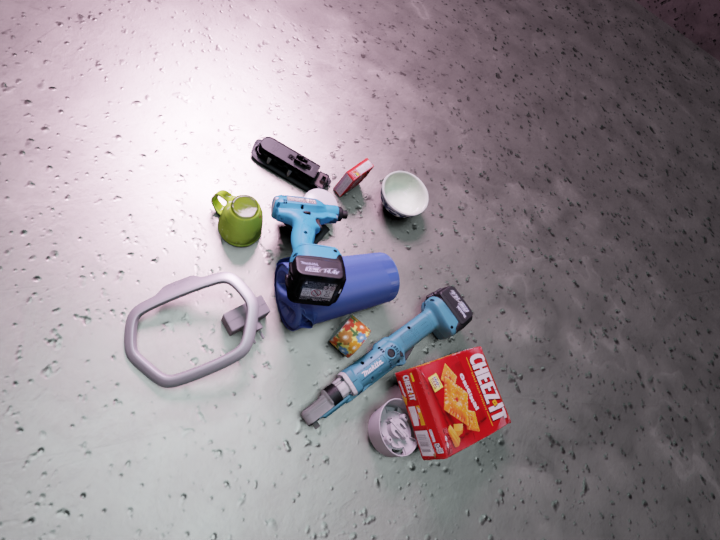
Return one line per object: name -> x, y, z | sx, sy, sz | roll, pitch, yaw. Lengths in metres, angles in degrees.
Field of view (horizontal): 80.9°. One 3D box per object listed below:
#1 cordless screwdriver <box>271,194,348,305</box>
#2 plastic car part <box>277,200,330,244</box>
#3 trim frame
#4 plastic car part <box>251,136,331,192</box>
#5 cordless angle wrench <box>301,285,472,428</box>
cordless screwdriver -> -0.078, -0.051, 0.795 | 0.154, 0.073, 0.260 | 3, 43, -20
plastic car part -> -0.135, -0.104, 0.920 | 0.114, 0.072, 0.066 | 45, 77, -11
trim frame -> -0.304, 0.101, 0.767 | 0.247, 0.027, 0.187 | -23, 79, -5
plastic car part -> -0.161, -0.248, 0.983 | 0.202, 0.067, 0.066 | 28, 69, -3
cordless angle wrench -> 0.055, 0.174, 0.867 | 0.415, 0.075, 0.099 | -32, 82, -25
